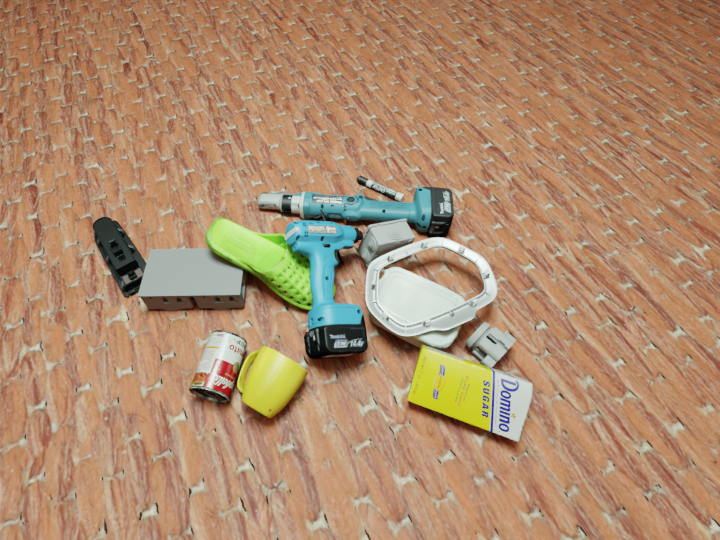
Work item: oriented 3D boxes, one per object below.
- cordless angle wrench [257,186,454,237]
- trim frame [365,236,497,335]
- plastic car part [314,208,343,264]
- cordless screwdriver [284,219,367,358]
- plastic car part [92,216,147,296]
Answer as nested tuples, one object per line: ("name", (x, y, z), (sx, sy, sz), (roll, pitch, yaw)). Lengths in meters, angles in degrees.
("cordless angle wrench", (-0.020, -0.139, 0.928), (0.428, 0.072, 0.100), (4, 55, 6))
("trim frame", (0.126, 0.023, 0.763), (0.244, 0.027, 0.193), (-20, 58, -15))
("plastic car part", (-0.086, -0.056, 0.880), (0.071, 0.063, 0.121), (-20, 60, 3))
("cordless screwdriver", (-0.042, 0.027, 0.764), (0.152, 0.076, 0.254), (-1, 69, -33))
("plastic car part", (-0.501, -0.041, 0.870), (0.065, 0.064, 0.213), (-36, 59, -16))
